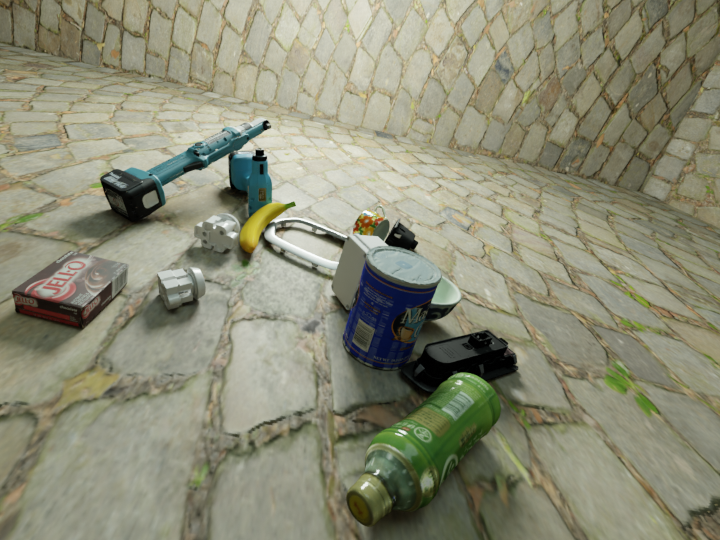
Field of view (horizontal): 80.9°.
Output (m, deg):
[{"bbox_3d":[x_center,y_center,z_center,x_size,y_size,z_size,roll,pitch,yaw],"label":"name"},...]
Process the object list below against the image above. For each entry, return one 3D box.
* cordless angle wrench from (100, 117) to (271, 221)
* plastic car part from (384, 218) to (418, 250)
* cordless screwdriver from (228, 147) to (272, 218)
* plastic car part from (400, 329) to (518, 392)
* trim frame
[{"bbox_3d":[-0.348,-0.250,0.922,0.102,0.072,0.418,24,48,22],"label":"cordless angle wrench"},{"bbox_3d":[0.097,-0.072,0.966,0.072,0.066,0.115,34,25,4],"label":"plastic car part"},{"bbox_3d":[-0.257,-0.231,0.991,0.072,0.155,0.262,-6,30,-23],"label":"cordless screwdriver"},{"bbox_3d":[0.149,0.123,0.596,0.195,0.066,0.070,-8,41,-33],"label":"plastic car part"},{"bbox_3d":[-0.086,-0.056,0.876,0.258,0.027,0.180,21,28,20],"label":"trim frame"}]
